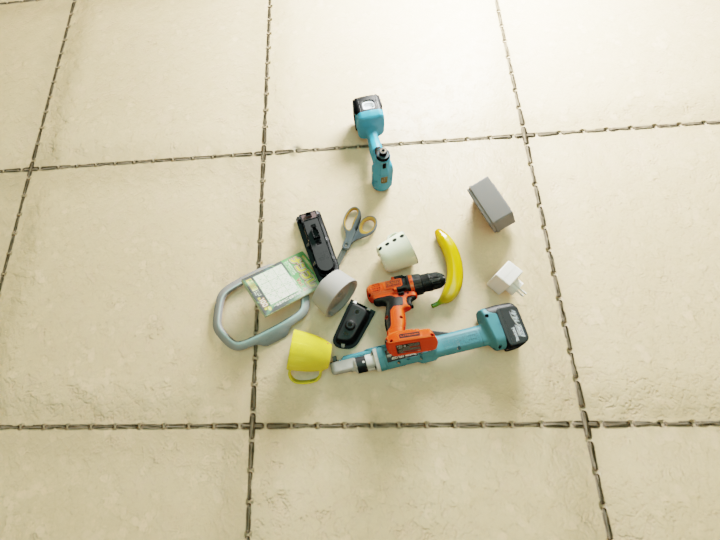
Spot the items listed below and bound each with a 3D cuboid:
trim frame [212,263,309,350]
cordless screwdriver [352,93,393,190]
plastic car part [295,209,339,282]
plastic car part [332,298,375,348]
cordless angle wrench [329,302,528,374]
[{"bbox_3d":[-0.243,0.089,1.027,0.247,0.027,0.191,-28,69,-6],"label":"trim frame"},{"bbox_3d":[0.036,-0.343,1.081,0.074,0.155,0.256,-10,69,-1],"label":"cordless screwdriver"},{"bbox_3d":[-0.102,-0.067,1.044,0.065,0.066,0.209,-15,69,-13],"label":"plastic car part"},{"bbox_3d":[-0.019,0.123,0.966,0.068,0.069,0.117,25,72,12],"label":"plastic car part"},{"bbox_3d":[0.139,0.170,0.934,0.425,0.072,0.101,-15,71,3],"label":"cordless angle wrench"}]
